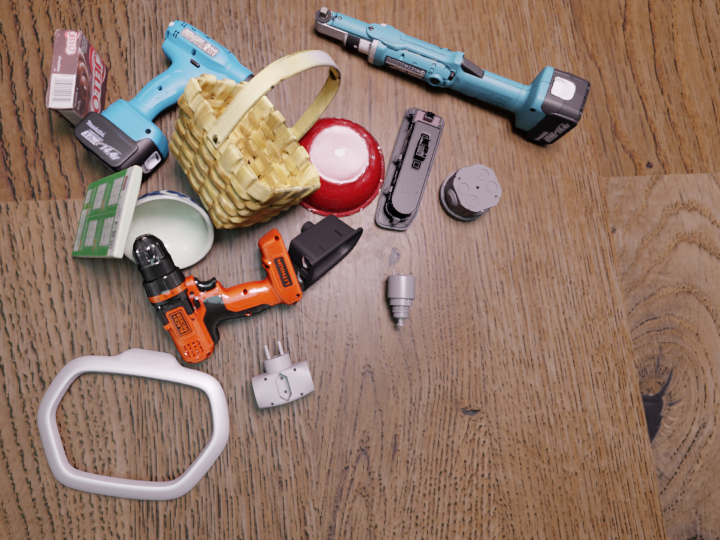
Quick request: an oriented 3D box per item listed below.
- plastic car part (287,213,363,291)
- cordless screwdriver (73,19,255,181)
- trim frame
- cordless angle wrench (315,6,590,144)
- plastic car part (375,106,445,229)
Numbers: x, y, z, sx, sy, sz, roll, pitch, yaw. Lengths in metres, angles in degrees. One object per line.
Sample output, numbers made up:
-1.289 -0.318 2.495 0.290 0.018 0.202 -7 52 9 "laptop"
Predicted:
-0.059 -0.038 0.600 0.073 0.065 0.115 38 53 12 "plastic car part"
-0.269 -0.232 0.610 0.159 0.074 0.248 33 76 -1 "cordless screwdriver"
-0.298 0.201 0.561 0.247 0.027 0.185 8 81 -2 "trim frame"
0.126 -0.317 0.657 0.425 0.097 0.074 22 80 3 "cordless angle wrench"
0.081 -0.157 0.638 0.065 0.068 0.203 20 82 -13 "plastic car part"
